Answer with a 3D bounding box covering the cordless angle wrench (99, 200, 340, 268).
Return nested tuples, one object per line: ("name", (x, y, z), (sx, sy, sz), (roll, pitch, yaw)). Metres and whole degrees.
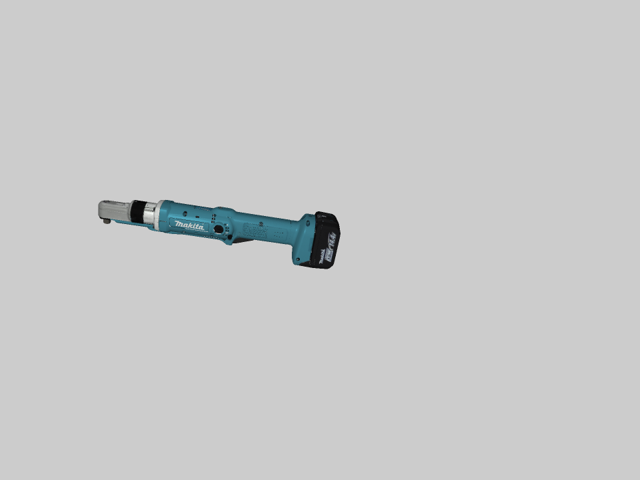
("cordless angle wrench", (-0.179, -0.027, 0.767), (0.423, 0.098, 0.074), (8, 24, -8))
